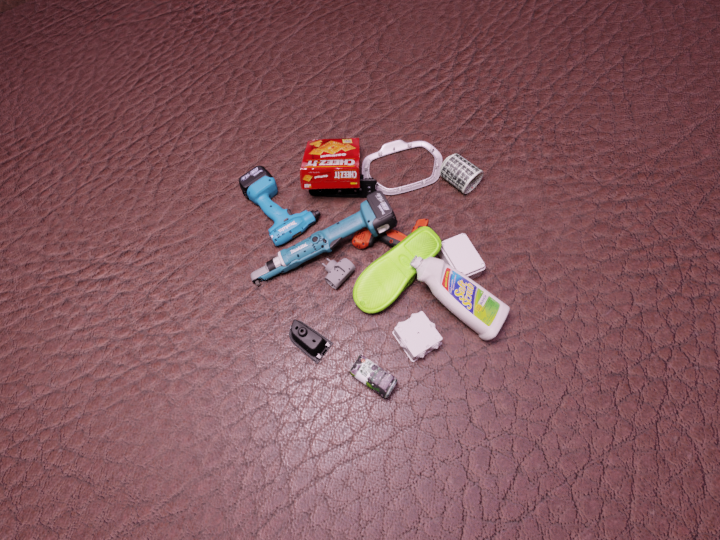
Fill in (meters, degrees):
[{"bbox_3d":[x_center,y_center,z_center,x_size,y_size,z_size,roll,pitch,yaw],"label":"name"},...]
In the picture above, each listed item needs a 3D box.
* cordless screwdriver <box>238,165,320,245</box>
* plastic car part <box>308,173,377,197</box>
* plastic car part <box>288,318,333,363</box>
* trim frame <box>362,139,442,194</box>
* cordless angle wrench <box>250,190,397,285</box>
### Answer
[{"bbox_3d":[-0.241,-0.203,1.243,0.158,0.072,0.258,-33,68,-10],"label":"cordless screwdriver"},{"bbox_3d":[-0.054,-0.257,1.251,0.205,0.064,0.069,-2,55,6],"label":"plastic car part"},{"bbox_3d":[-0.134,0.164,1.047,0.120,0.069,0.066,34,70,17],"label":"plastic car part"},{"bbox_3d":[0.126,-0.317,1.278,0.249,0.026,0.191,-17,62,0],"label":"trim frame"},{"bbox_3d":[-0.111,-0.073,1.134,0.426,0.071,0.102,-27,62,7],"label":"cordless angle wrench"}]
